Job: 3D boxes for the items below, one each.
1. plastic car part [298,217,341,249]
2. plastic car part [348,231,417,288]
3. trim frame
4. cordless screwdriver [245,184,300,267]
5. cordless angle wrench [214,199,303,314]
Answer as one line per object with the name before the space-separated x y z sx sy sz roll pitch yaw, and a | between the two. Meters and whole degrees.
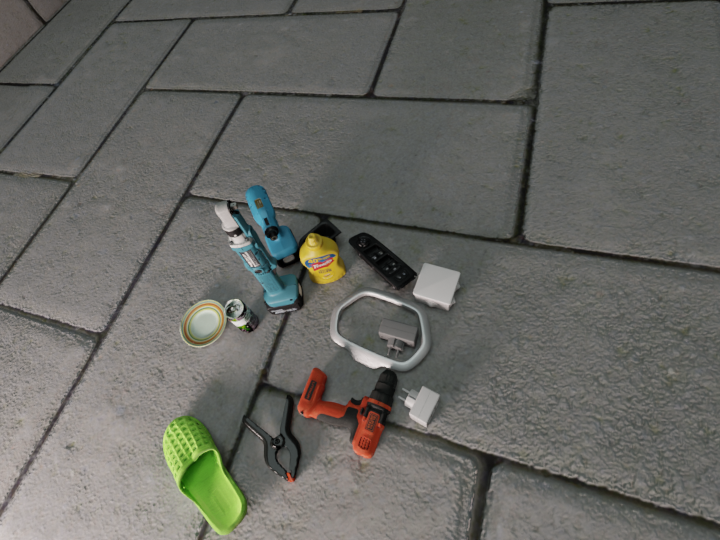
plastic car part | -0.111 -0.073 1.137 0.116 0.068 0.069 -40 60 -11
plastic car part | 0.052 -0.024 1.069 0.066 0.064 0.213 -38 59 -11
trim frame | 0.044 0.136 0.999 0.259 0.026 0.184 19 66 23
cordless screwdriver | -0.212 -0.087 1.070 0.074 0.238 0.167 -25 59 -5
cordless angle wrench | -0.223 -0.020 0.935 0.099 0.405 0.077 -11 60 4
